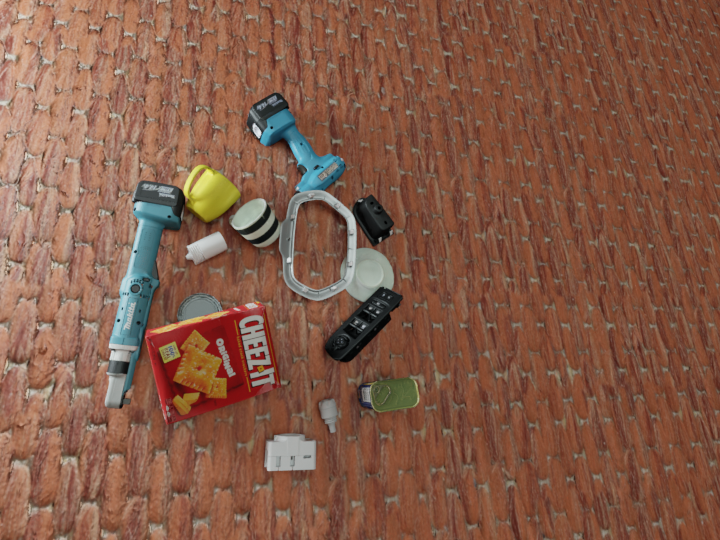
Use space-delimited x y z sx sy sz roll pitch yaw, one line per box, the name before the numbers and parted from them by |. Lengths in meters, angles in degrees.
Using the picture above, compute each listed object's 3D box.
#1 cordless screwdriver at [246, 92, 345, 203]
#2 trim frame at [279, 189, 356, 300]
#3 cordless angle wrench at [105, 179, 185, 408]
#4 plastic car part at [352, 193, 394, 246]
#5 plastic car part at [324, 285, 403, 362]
cordless screwdriver | -0.167 -0.277 0.980 0.248 0.075 0.158 46 66 -2
trim frame | -0.090 -0.059 0.924 0.178 0.028 0.251 8 76 -21
cordless angle wrench | -0.422 0.038 0.806 0.096 0.075 0.429 9 72 -15
plastic car part | 0.034 -0.127 0.986 0.065 0.072 0.117 -32 87 -25
plastic car part | 0.006 0.122 0.902 0.070 0.064 0.200 30 57 36
